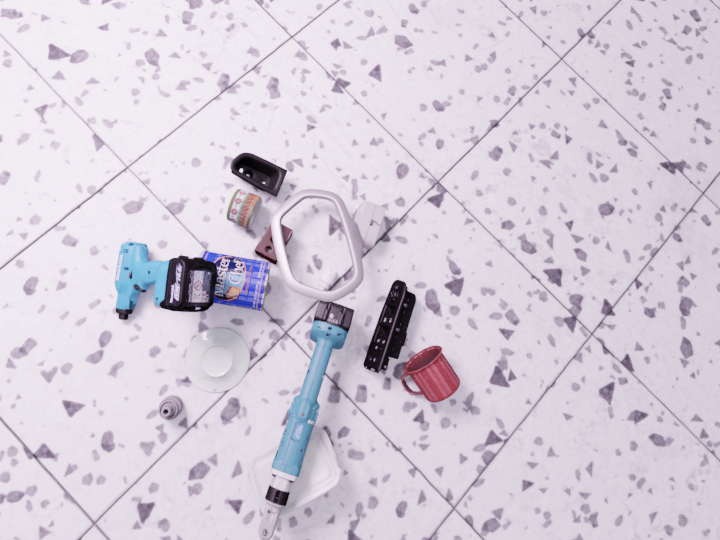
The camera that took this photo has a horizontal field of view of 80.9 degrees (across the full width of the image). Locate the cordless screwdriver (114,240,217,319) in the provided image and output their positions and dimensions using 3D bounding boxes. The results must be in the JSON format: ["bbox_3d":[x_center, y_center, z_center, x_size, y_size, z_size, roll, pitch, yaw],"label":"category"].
[{"bbox_3d":[-0.385,0.035,0.799,0.261,0.071,0.159,9,89,34],"label":"cordless screwdriver"}]

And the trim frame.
[{"bbox_3d":[-0.085,-0.056,0.873,0.182,0.027,0.255,-14,73,-10],"label":"trim frame"}]

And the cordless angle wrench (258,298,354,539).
[{"bbox_3d":[-0.107,0.266,0.795,0.075,0.096,0.427,17,68,1],"label":"cordless angle wrench"}]

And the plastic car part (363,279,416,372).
[{"bbox_3d":[0.072,0.119,0.900,0.065,0.068,0.204,19,78,-16],"label":"plastic car part"}]

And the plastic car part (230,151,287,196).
[{"bbox_3d":[-0.230,-0.209,0.921,0.112,0.073,0.066,24,77,-20],"label":"plastic car part"}]
